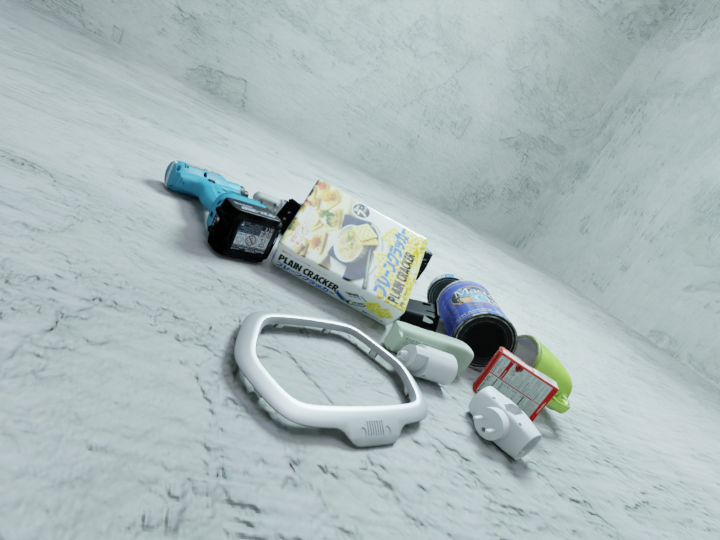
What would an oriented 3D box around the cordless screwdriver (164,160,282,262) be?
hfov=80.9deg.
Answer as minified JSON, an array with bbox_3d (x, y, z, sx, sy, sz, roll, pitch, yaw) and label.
[{"bbox_3d":[-0.213,-0.105,0.704,0.151,0.074,0.263,11,21,-46],"label":"cordless screwdriver"}]

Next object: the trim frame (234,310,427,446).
[{"bbox_3d":[-0.028,0.110,0.468,0.235,0.027,0.195,16,21,-41],"label":"trim frame"}]

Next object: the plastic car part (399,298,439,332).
[{"bbox_3d":[0.090,0.077,0.698,0.072,0.065,0.116,17,13,4],"label":"plastic car part"}]

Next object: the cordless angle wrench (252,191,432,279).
[{"bbox_3d":[-0.037,-0.085,0.928,0.407,0.074,0.102,19,20,-22],"label":"cordless angle wrench"}]

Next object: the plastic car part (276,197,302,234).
[{"bbox_3d":[-0.077,-0.051,0.792,0.214,0.066,0.064,39,-6,30],"label":"plastic car part"}]
